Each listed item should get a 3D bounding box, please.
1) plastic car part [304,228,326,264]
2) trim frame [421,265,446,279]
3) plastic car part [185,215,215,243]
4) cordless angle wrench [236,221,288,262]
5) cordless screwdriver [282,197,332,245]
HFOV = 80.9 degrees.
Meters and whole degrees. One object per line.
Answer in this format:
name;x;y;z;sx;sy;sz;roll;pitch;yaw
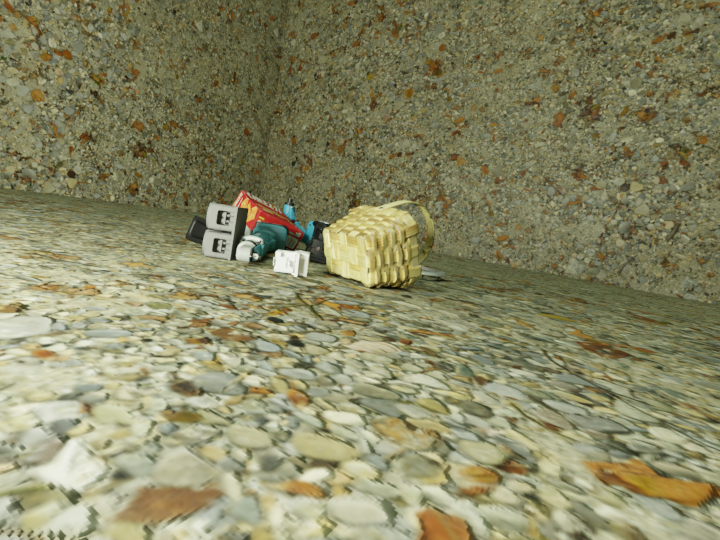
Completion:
plastic car part;-0.109;-0.072;1.120;0.066;0.066;0.206;8;12;-5
trim frame;0.118;-0.006;1.160;0.175;0.027;0.262;6;8;-36
plastic car part;-0.384;-0.092;1.080;0.123;0.066;0.067;18;-5;40
cordless angle wrench;-0.231;-0.062;0.968;0.097;0.074;0.428;8;8;-6
cordless screwdriver;-0.177;-0.143;1.367;0.263;0.158;0.070;17;8;42
